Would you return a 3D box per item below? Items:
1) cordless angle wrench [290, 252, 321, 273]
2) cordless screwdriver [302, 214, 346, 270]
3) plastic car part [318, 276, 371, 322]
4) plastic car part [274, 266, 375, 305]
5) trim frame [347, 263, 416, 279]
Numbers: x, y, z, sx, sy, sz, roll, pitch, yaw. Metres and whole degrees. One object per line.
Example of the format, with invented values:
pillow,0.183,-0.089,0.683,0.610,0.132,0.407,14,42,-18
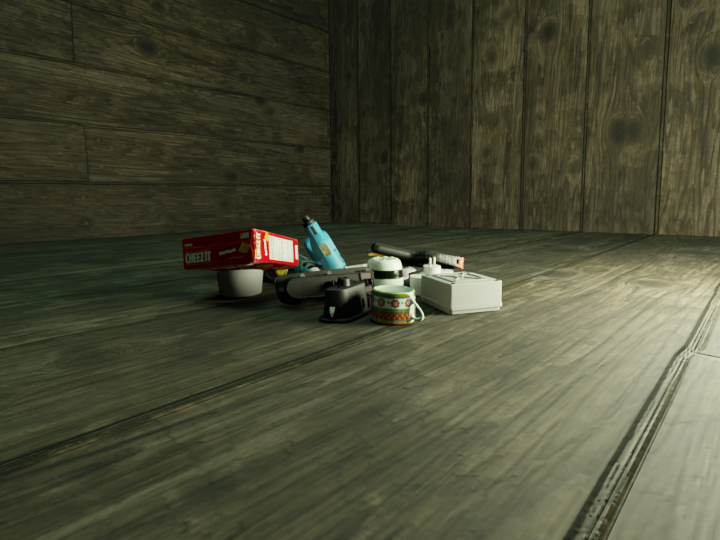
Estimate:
cordless angle wrench,-0.173,-0.021,1.154,0.094,0.074,0.441,7,9,-24
cordless screwdriver,-0.109,-0.071,1.116,0.074,0.157,0.252,-31,8,-5
plastic car part,-0.025,0.046,0.741,0.069,0.070,0.112,2,6,30
plastic car part,-0.063,0.032,0.818,0.200,0.066,0.068,-4,1,-11
trim frame,0.034,0.006,1.110,0.194,0.027,0.237,7,10,43
